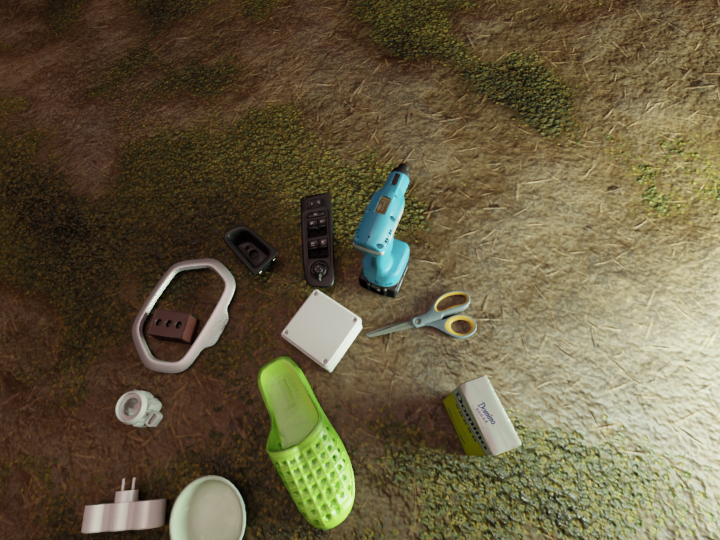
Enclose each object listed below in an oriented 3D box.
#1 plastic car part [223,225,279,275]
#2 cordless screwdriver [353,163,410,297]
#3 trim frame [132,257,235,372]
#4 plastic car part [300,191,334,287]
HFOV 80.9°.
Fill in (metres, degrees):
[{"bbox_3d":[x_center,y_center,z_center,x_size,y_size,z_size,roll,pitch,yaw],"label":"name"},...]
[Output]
[{"bbox_3d":[-0.222,-0.038,0.870,0.065,0.068,0.122,-44,66,-13],"label":"plastic car part"},{"bbox_3d":[0.048,-0.059,0.735,0.077,0.240,0.160,19,69,14],"label":"cordless screwdriver"},{"bbox_3d":[-0.357,0.085,0.859,0.191,0.026,0.249,20,70,19],"label":"trim frame"},{"bbox_3d":[-0.084,-0.055,0.855,0.067,0.064,0.208,-7,64,5],"label":"plastic car part"}]
